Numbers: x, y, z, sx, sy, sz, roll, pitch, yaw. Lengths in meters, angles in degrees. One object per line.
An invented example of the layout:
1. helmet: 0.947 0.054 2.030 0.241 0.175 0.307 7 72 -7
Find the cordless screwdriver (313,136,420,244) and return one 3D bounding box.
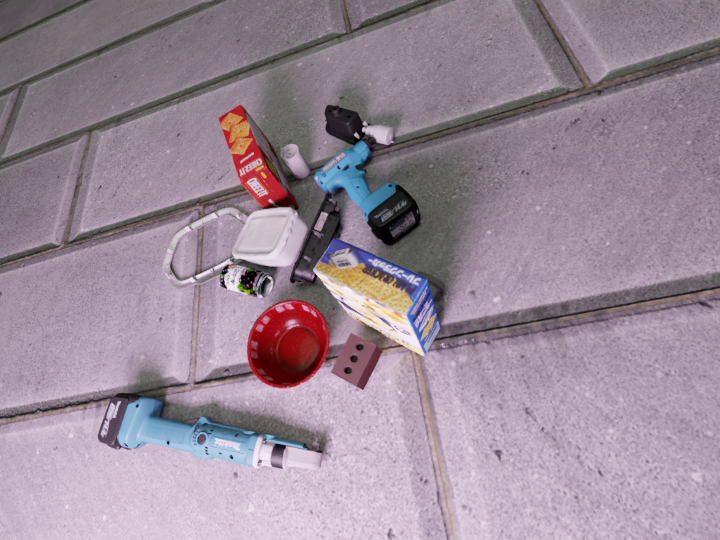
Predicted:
1. cordless screwdriver: 0.027 -0.178 0.877 0.159 0.070 0.262 -41 55 -3

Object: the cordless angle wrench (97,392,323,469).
1. cordless angle wrench: -0.269 0.298 0.751 0.436 0.071 0.099 3 66 19

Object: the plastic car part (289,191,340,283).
1. plastic car part: -0.085 -0.055 0.867 0.067 0.066 0.203 26 73 1

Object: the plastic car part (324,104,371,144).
1. plastic car part: -0.044 -0.353 0.990 0.122 0.068 0.066 30 76 26

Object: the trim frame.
1. trim frame: -0.356 -0.053 0.980 0.250 0.026 0.192 -24 60 6
